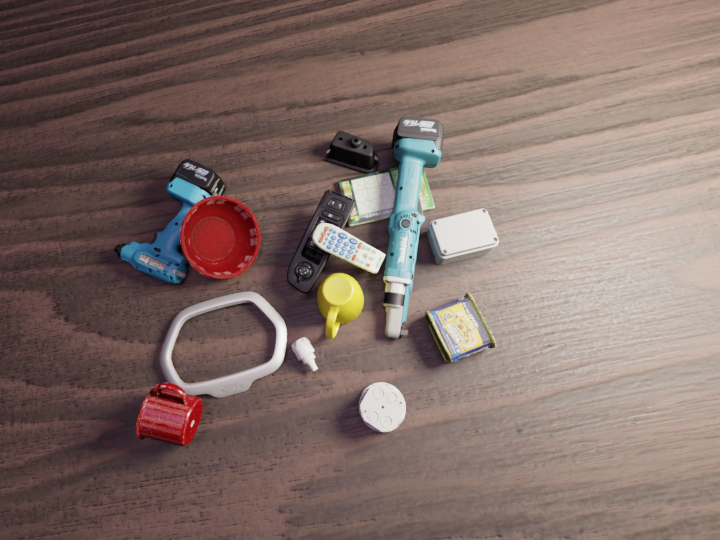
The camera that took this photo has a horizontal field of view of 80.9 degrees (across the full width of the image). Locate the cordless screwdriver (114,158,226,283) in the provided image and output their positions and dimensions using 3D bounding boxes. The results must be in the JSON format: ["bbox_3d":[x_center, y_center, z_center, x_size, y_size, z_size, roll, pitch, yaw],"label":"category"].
[{"bbox_3d":[-0.396,-0.110,0.880,0.163,0.072,0.250,19,78,12],"label":"cordless screwdriver"}]

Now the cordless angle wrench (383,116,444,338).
[{"bbox_3d":[0.086,-0.084,0.810,0.099,0.073,0.426,8,79,5],"label":"cordless angle wrench"}]

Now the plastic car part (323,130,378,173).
[{"bbox_3d":[-0.015,-0.256,0.889,0.120,0.068,0.066,22,76,15],"label":"plastic car part"}]

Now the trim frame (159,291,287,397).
[{"bbox_3d":[-0.260,0.140,0.799,0.248,0.027,0.190,-16,69,-1],"label":"trim frame"}]

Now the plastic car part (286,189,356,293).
[{"bbox_3d":[-0.081,-0.053,0.824,0.067,0.066,0.203,25,79,4],"label":"plastic car part"}]
